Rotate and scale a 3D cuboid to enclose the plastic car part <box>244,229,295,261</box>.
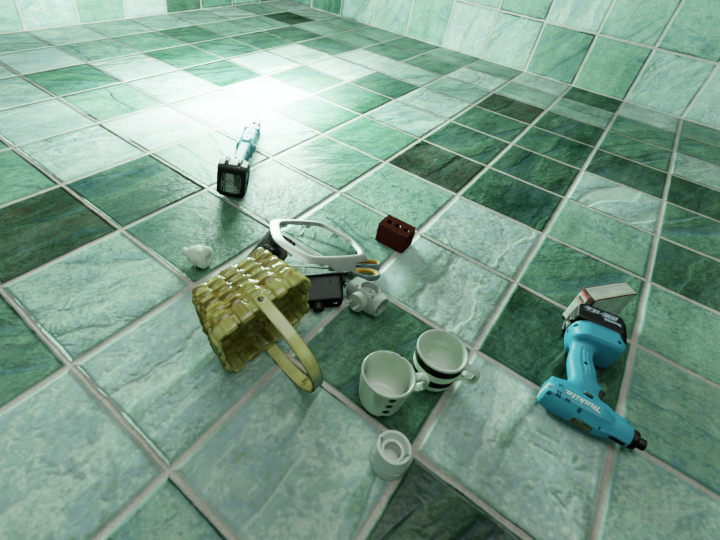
[{"bbox_3d":[-0.209,0.005,0.846,0.066,0.067,0.203,32,47,-4],"label":"plastic car part"}]

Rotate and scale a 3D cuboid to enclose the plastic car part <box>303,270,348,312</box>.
[{"bbox_3d":[-0.080,0.047,0.836,0.114,0.065,0.074,-6,58,-13],"label":"plastic car part"}]

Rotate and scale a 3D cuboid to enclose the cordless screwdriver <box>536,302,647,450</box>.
[{"bbox_3d":[0.427,0.182,0.754,0.165,0.072,0.246,26,48,18],"label":"cordless screwdriver"}]

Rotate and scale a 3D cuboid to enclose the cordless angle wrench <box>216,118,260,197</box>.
[{"bbox_3d":[-0.331,-0.354,1.221,0.073,0.096,0.436,8,38,-9],"label":"cordless angle wrench"}]

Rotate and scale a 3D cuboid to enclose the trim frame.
[{"bbox_3d":[-0.089,-0.058,0.907,0.194,0.027,0.237,40,24,30],"label":"trim frame"}]
